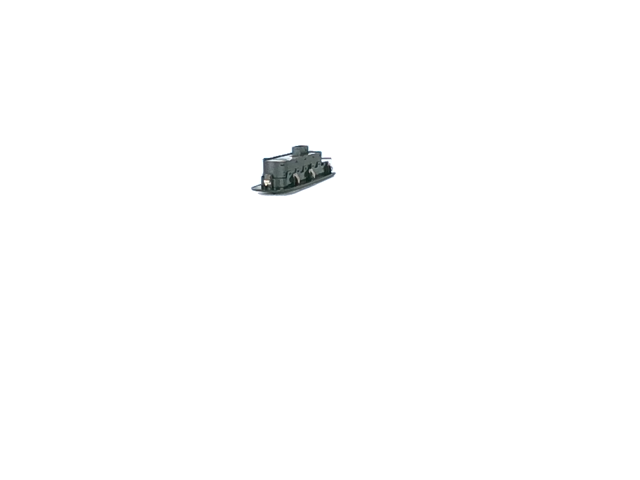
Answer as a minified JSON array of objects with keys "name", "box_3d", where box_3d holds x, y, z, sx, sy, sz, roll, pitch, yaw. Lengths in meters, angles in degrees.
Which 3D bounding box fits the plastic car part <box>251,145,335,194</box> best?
[{"name":"plastic car part","box_3d":[-0.037,-0.115,0.678,0.066,0.067,0.202,15,26,18]}]
